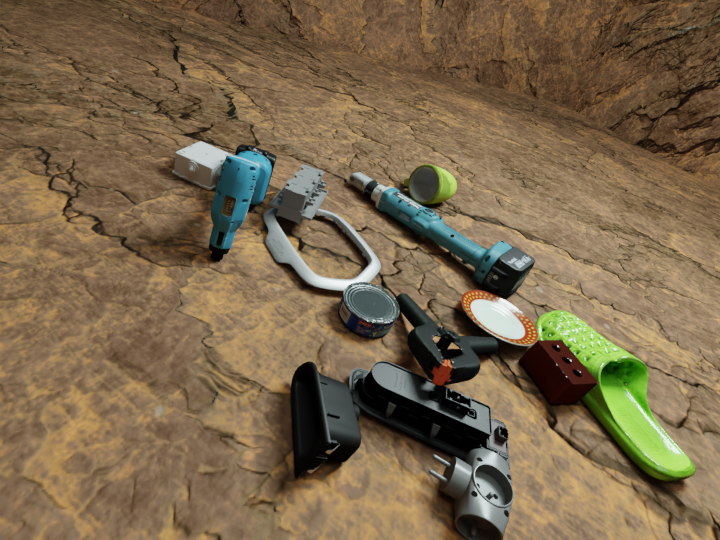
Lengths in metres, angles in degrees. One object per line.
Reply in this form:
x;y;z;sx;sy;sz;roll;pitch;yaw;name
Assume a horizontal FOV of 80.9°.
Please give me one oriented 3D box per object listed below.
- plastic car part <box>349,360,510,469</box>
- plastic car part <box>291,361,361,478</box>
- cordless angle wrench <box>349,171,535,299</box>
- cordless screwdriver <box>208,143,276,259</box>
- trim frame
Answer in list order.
0.083;0.163;0.495;0.206;0.066;0.067;20;42;7;plastic car part
-0.033;0.156;0.458;0.068;0.066;0.121;23;28;-23;plastic car part
0.133;-0.099;0.867;0.445;0.073;0.094;38;38;29;cordless angle wrench
-0.204;-0.127;0.719;0.073;0.158;0.255;17;19;-12;cordless screwdriver
-0.072;-0.047;0.740;0.177;0.027;0.262;-8;44;-34;trim frame
